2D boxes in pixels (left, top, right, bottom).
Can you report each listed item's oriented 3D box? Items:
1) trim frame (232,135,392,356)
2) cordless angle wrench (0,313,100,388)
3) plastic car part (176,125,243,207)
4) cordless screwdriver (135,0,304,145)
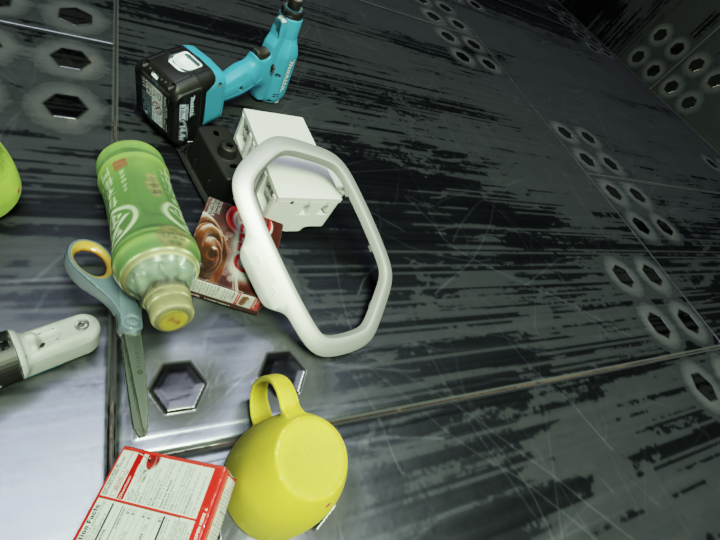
[{"bbox_3d":[-0.045,-0.029,0.461,0.180,0.028,0.245,-33,101,-42],"label":"trim frame"},{"bbox_3d":[-0.356,0.108,0.214,0.409,0.098,0.077,-24,67,-42],"label":"cordless angle wrench"},{"bbox_3d":[-0.169,-0.131,0.512,0.063,0.071,0.121,-15,60,-36],"label":"plastic car part"},{"bbox_3d":[-0.172,-0.275,0.565,0.075,0.159,0.245,42,49,4],"label":"cordless screwdriver"}]
